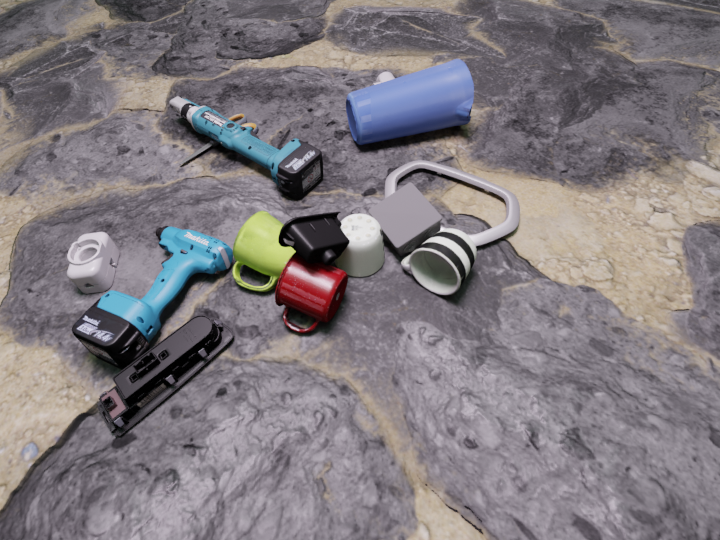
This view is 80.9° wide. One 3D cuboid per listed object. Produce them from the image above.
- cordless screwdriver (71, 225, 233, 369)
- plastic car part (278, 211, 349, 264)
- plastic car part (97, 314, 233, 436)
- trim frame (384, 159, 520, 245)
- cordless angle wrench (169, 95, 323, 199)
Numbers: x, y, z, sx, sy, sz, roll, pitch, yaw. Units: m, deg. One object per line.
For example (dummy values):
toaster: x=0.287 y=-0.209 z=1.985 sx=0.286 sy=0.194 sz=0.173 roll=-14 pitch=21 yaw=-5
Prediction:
cordless screwdriver: x=-0.338 y=0.024 z=0.676 sx=0.166 sy=0.071 sz=0.248 roll=18 pitch=53 yaw=22
plastic car part: x=-0.060 y=-0.039 z=0.613 sx=0.073 sy=0.066 sz=0.112 roll=44 pitch=30 yaw=17
plastic car part: x=-0.276 y=0.130 z=0.597 sx=0.200 sy=0.064 sz=0.070 roll=-38 pitch=53 yaw=-25
trim frame: x=0.160 y=-0.129 z=0.768 sx=0.260 sy=0.026 sz=0.183 roll=25 pitch=60 yaw=25
cordless angle wrench: x=-0.265 y=-0.283 z=0.891 sx=0.442 sy=0.072 sz=0.097 roll=32 pitch=61 yaw=24
